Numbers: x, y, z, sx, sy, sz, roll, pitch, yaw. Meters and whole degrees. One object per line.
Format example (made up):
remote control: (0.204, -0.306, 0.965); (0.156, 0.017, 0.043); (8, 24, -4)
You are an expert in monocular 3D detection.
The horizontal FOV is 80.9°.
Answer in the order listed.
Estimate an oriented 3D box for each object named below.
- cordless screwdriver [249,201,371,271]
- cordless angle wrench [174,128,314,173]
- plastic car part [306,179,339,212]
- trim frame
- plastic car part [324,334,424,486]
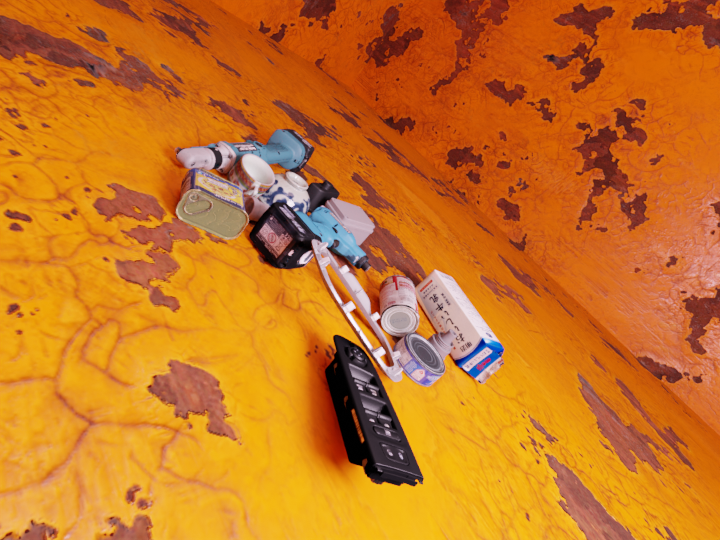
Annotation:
cordless screwdriver: (-0.074, -0.048, 0.754); (0.163, 0.075, 0.241); (46, 20, 12)
cordless angle wrench: (-0.227, -0.244, 0.886); (0.099, 0.075, 0.416); (41, 26, 3)
plastic car part: (-0.088, -0.170, 0.952); (0.068, 0.071, 0.112); (47, 21, 16)
trim frame: (-0.002, 0.056, 0.626); (0.244, 0.028, 0.186); (55, 6, -10)
plastic car part: (0.001, 0.159, 0.493); (0.064, 0.067, 0.212); (20, 25, -26)
